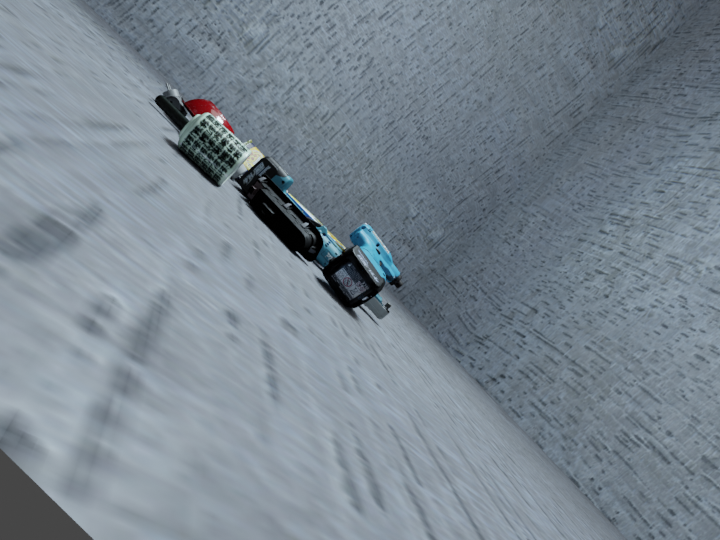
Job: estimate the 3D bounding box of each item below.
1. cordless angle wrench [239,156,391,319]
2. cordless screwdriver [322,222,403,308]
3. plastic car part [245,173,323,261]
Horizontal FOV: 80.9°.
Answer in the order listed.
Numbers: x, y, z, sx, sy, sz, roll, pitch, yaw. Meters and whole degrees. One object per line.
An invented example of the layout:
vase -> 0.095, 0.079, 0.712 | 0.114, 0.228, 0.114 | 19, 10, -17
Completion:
cordless angle wrench -> -0.089, -0.058, 0.908 | 0.423, 0.098, 0.074 | 49, 3, 0
cordless screwdriver -> 0.021, 0.002, 0.834 | 0.158, 0.075, 0.247 | 52, 20, -6
plastic car part -> -0.150, -0.101, 0.803 | 0.209, 0.066, 0.065 | 45, 13, 15
